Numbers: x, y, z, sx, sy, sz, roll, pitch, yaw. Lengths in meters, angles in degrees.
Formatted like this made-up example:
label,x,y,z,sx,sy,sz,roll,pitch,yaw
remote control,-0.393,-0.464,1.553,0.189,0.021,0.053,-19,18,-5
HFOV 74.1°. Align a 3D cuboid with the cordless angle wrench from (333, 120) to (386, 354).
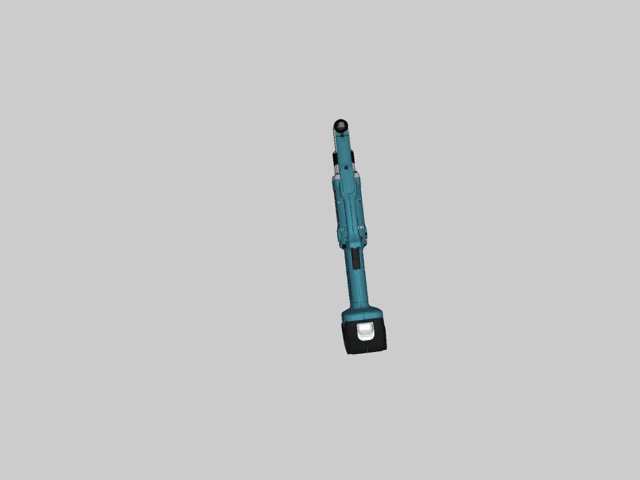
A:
label,x,y,z,sx,sy,sz,roll,pitch,yaw
cordless angle wrench,0.059,-0.009,0.785,0.074,0.423,0.098,-6,1,-1
